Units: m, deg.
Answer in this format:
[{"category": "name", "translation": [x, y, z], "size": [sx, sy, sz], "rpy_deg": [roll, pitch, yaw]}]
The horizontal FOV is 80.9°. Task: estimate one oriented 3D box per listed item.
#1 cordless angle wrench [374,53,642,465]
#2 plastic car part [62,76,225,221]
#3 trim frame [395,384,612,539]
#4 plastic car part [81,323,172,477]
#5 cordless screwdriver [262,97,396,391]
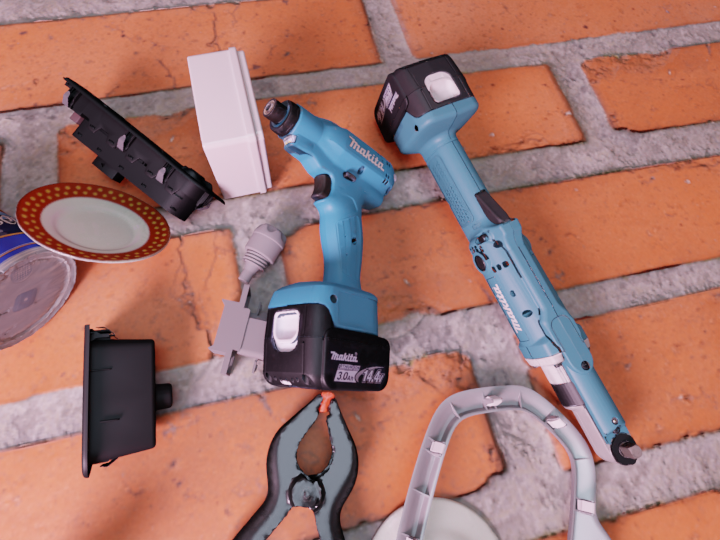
[{"category": "cordless angle wrench", "translation": [0.143, -0.019, 0.427], "size": [0.073, 0.097, 0.432], "rpy_deg": [-22, 77, -14]}, {"category": "plastic car part", "translation": [-0.234, -0.118, 0.442], "size": [0.206, 0.065, 0.067], "rpy_deg": [34, 80, 7]}, {"category": "trim frame", "translation": [0.123, 0.218, 0.348], "size": [0.183, 0.027, 0.250], "rpy_deg": [26, 62, -3]}, {"category": "plastic car part", "translation": [-0.201, 0.106, 0.368], "size": [0.069, 0.067, 0.119], "rpy_deg": [-6, 74, -24]}, {"category": "cordless screwdriver", "translation": [-0.037, -0.024, 0.379], "size": [0.150, 0.077, 0.253], "rpy_deg": [25, 61, -42]}]
